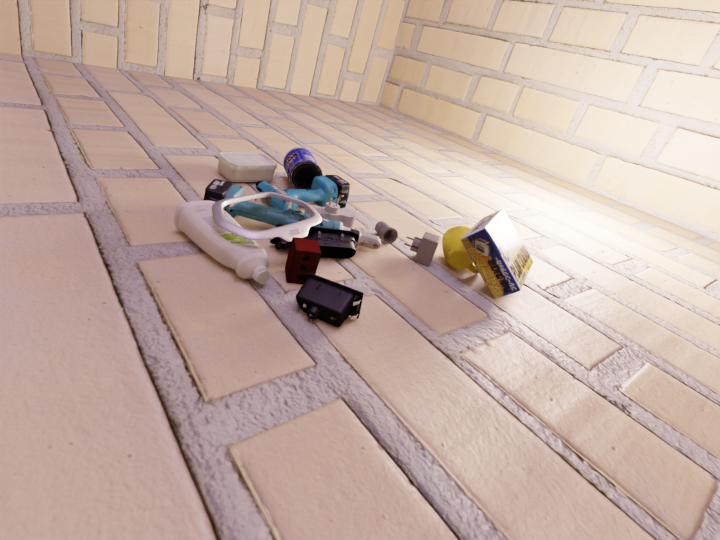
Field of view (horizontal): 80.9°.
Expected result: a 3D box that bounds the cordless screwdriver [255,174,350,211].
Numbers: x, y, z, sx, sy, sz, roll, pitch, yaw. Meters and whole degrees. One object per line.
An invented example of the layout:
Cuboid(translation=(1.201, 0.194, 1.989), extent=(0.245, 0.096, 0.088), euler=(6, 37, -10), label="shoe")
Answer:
Cuboid(translation=(-0.161, -0.222, 1.185), extent=(0.239, 0.073, 0.168), euler=(-16, 40, -38), label="cordless screwdriver")

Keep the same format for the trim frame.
Cuboid(translation=(-0.192, -0.115, 0.879), extent=(0.193, 0.027, 0.240), euler=(31, 32, 28), label="trim frame")

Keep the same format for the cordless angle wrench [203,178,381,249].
Cuboid(translation=(-0.155, -0.116, 0.997), extent=(0.420, 0.073, 0.100), euler=(15, 27, -3), label="cordless angle wrench")

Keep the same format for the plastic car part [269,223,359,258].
Cuboid(translation=(-0.090, -0.059, 0.925), extent=(0.196, 0.065, 0.070), euler=(0, 45, -24), label="plastic car part")

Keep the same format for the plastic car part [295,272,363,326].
Cuboid(translation=(-0.063, 0.058, 0.732), extent=(0.120, 0.064, 0.071), euler=(19, 41, 15), label="plastic car part")
